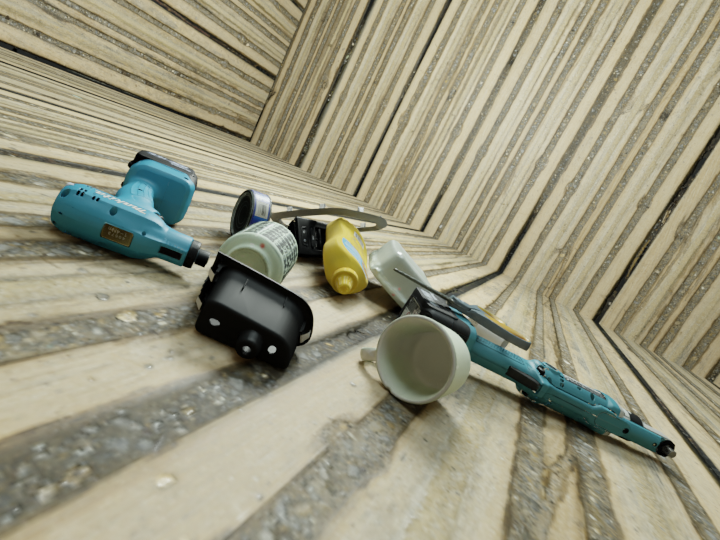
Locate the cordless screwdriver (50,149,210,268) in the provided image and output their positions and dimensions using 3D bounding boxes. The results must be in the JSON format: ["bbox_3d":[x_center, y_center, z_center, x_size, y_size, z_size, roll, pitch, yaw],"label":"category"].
[{"bbox_3d":[-0.257,-0.080,0.543,0.155,0.074,0.257,22,17,-18],"label":"cordless screwdriver"}]

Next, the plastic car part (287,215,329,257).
[{"bbox_3d":[-0.078,-0.051,0.802,0.069,0.067,0.193,-17,-11,32],"label":"plastic car part"}]

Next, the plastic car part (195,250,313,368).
[{"bbox_3d":[-0.099,0.046,0.382,0.116,0.066,0.071,29,27,-3],"label":"plastic car part"}]

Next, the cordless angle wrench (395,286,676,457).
[{"bbox_3d":[0.248,0.155,0.583,0.418,0.074,0.099,27,12,-6],"label":"cordless angle wrench"}]

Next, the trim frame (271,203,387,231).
[{"bbox_3d":[-0.068,-0.100,0.850,0.259,0.028,0.174,-1,-11,31],"label":"trim frame"}]
